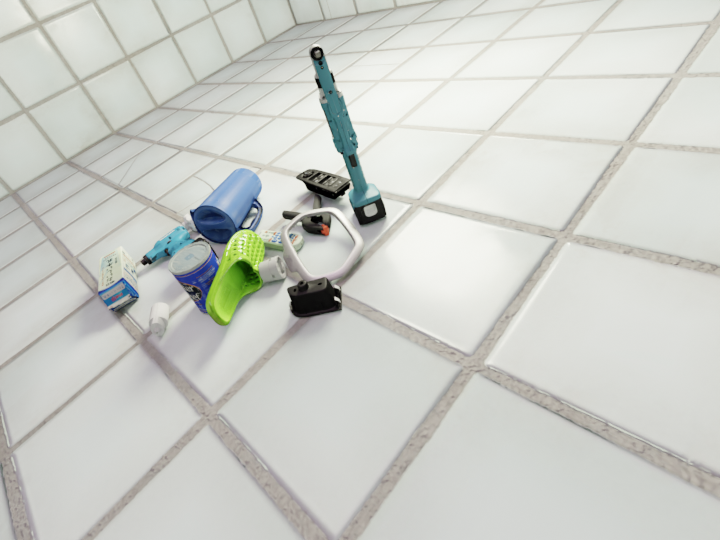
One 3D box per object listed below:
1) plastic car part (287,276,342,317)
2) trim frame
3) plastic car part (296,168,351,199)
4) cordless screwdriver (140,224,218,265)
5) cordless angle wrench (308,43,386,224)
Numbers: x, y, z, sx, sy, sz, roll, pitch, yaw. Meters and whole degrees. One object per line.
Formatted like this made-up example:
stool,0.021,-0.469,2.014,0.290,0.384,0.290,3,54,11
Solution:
plastic car part,-0.102,0.049,0.872,0.118,0.068,0.068,-12,38,10
trim frame,-0.098,-0.064,1.003,0.183,0.026,0.262,-31,50,-6
plastic car part,-0.104,-0.245,1.201,0.066,0.063,0.215,-45,47,-16
cordless screwdriver,-0.514,-0.043,1.182,0.157,0.071,0.263,-44,40,-23
cordless angle wrench,-0.034,-0.292,0.950,0.074,0.403,0.102,-21,38,1
